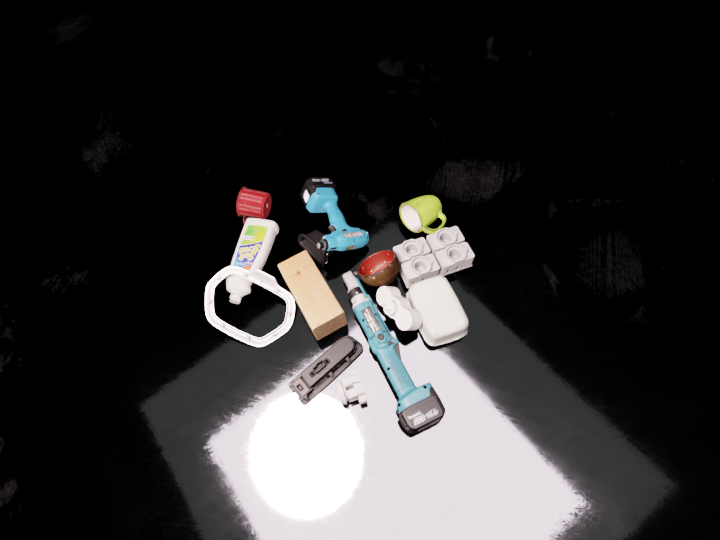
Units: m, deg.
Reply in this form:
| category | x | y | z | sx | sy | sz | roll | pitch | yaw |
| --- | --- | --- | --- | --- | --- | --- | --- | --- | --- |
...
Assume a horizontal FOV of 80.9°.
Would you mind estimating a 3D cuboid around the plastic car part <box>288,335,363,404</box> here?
| category | x | y | z | sx | sy | sz | roll | pitch | yaw |
| --- | --- | --- | --- | --- | --- | --- | --- | --- | --- |
| plastic car part | -0.084 | 0.227 | 1.024 | 0.201 | 0.064 | 0.070 | -38 | 57 | -17 |

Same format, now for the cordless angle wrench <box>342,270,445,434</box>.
| category | x | y | z | sx | sy | sz | roll | pitch | yaw |
| --- | --- | --- | --- | --- | --- | --- | --- | --- | --- |
| cordless angle wrench | 0.053 | 0.172 | 1.030 | 0.097 | 0.071 | 0.443 | -25 | 58 | -8 |

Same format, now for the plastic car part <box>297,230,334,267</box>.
| category | x | y | z | sx | sy | sz | roll | pitch | yaw |
| --- | --- | --- | --- | --- | --- | --- | --- | --- | --- |
| plastic car part | -0.118 | -0.077 | 1.205 | 0.069 | 0.064 | 0.122 | -30 | 57 | -28 |

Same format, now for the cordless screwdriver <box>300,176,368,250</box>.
| category | x | y | z | sx | sy | sz | roll | pitch | yaw |
| --- | --- | --- | --- | --- | --- | --- | --- | --- | --- |
| cordless screwdriver | -0.098 | -0.156 | 1.203 | 0.153 | 0.074 | 0.260 | -11 | 56 | -35 |

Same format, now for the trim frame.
| category | x | y | z | sx | sy | sz | roll | pitch | yaw |
| --- | --- | --- | --- | --- | --- | --- | --- | --- | --- |
| trim frame | -0.293 | 0.089 | 1.112 | 0.251 | 0.027 | 0.184 | 26 | 75 | 5 |
